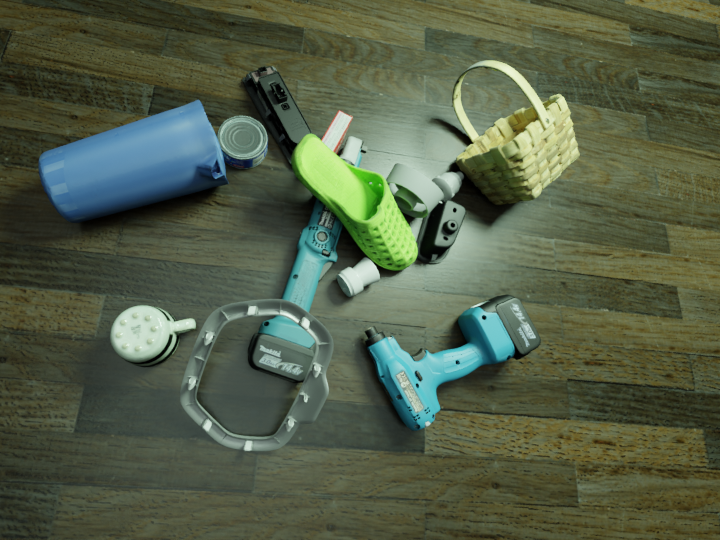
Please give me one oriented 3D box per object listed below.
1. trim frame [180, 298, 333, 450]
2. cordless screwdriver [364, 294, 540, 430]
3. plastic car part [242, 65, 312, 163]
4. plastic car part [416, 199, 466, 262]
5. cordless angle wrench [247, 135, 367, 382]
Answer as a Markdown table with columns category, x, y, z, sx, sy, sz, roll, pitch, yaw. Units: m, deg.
| category | x | y | z | sx | sy | sz | roll | pitch | yaw |
| --- | --- | --- | --- | --- | --- | --- | --- | --- | --- |
| trim frame | -0.136 | 0.144 | 0.554 | 0.181 | 0.028 | 0.247 | 23 | 107 | -7 |
| cordless screwdriver | 0.137 | 0.113 | 0.659 | 0.246 | 0.074 | 0.162 | -28 | 80 | -13 |
| plastic car part | -0.134 | -0.281 | 0.740 | 0.065 | 0.068 | 0.206 | -23 | 82 | -24 |
| plastic car part | 0.143 | -0.071 | 0.716 | 0.066 | 0.071 | 0.117 | 24 | 68 | -4 |
| cordless angle wrench | -0.066 | -0.043 | 0.674 | 0.097 | 0.075 | 0.427 | 19 | 68 | -9 |
